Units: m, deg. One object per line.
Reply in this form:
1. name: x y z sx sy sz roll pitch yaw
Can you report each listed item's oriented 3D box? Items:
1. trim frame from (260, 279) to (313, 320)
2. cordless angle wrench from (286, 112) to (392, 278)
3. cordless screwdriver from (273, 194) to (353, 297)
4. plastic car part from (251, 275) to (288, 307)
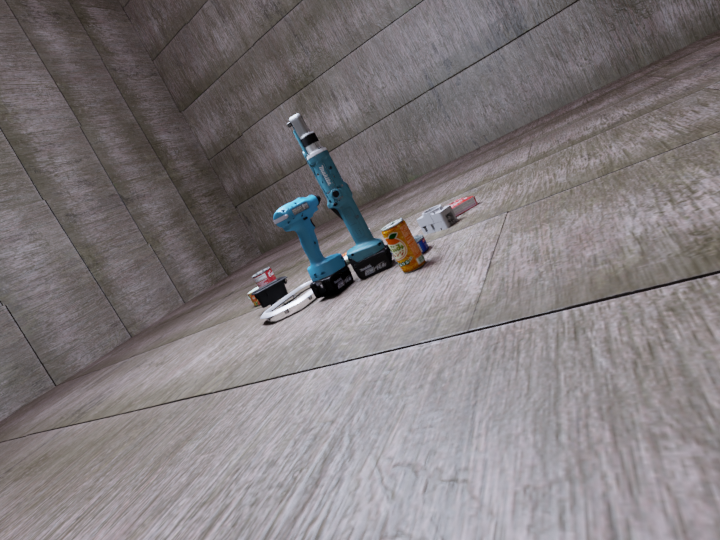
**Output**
1. trim frame: -0.171 0.071 1.161 0.190 0.027 0.244 -19 15 38
2. cordless angle wrench: -0.056 -0.184 1.018 0.099 0.418 0.074 -27 6 16
3. cordless screwdriver: -0.103 -0.067 1.055 0.077 0.246 0.156 -23 9 41
4. plastic car part: -0.267 0.073 1.274 0.114 0.070 0.068 -34 10 -27
